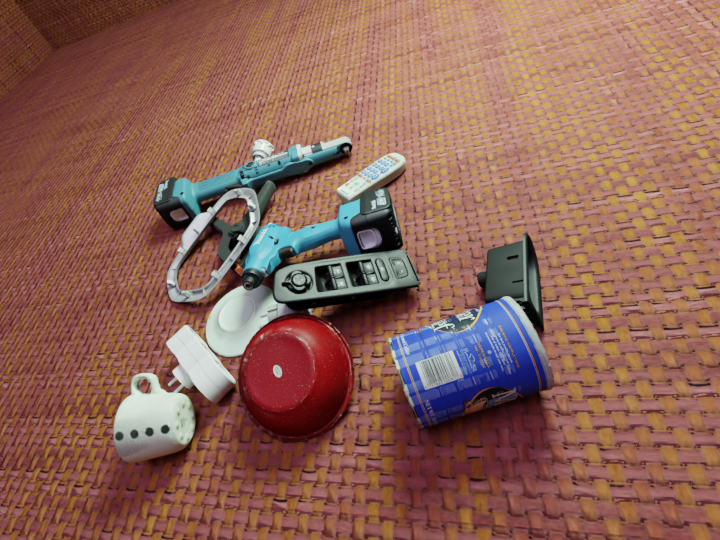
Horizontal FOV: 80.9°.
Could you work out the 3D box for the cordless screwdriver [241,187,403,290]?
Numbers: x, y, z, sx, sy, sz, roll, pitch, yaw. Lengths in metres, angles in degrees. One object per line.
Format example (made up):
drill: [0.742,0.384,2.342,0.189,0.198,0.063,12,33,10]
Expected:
cordless screwdriver: [-0.064,-0.042,0.655,0.254,0.071,0.162,-13,30,17]

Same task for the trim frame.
trim frame: [-0.274,-0.051,0.775,0.195,0.026,0.248,30,84,45]

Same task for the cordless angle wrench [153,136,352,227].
cordless angle wrench: [-0.221,-0.198,0.882,0.427,0.071,0.102,-17,48,8]

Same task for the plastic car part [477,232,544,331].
plastic car part: [0.186,0.013,0.536,0.073,0.062,0.119,-15,44,30]

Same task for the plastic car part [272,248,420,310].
plastic car part: [-0.026,0.017,0.596,0.198,0.066,0.069,-6,62,-16]
